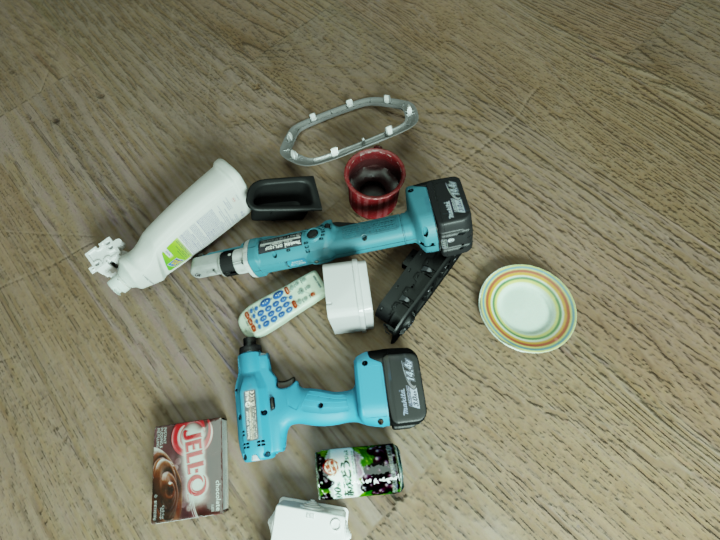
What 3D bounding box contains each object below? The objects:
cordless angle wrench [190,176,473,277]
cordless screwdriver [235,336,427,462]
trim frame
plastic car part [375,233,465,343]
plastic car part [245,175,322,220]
[{"bbox_3d":[-0.061,-0.040,0.623,0.430,0.071,0.101,-11,52,12],"label":"cordless angle wrench"},{"bbox_3d":[-0.046,0.149,0.566,0.250,0.072,0.164,-12,66,3],"label":"cordless screwdriver"},{"bbox_3d":[-0.023,-0.247,0.727,0.246,0.026,0.194,-22,45,-7],"label":"trim frame"},{"bbox_3d":[0.087,0.011,0.613,0.069,0.065,0.202,31,72,12],"label":"plastic car part"},{"bbox_3d":[-0.130,-0.107,0.684,0.114,0.070,0.068,-7,66,-17],"label":"plastic car part"}]
